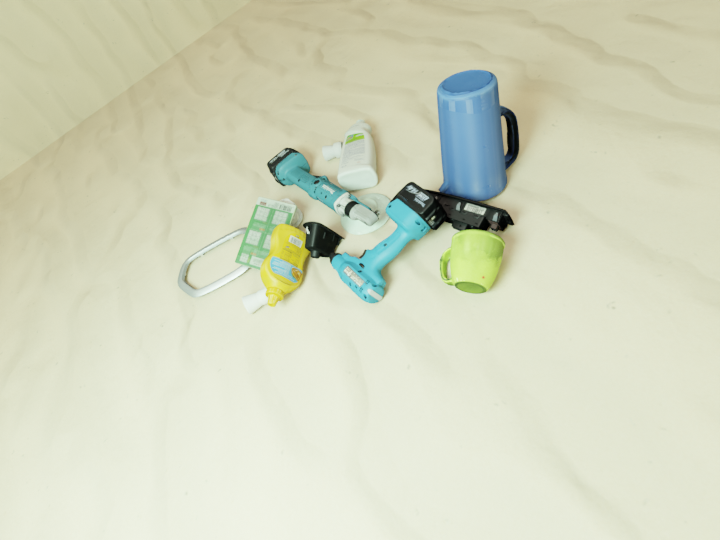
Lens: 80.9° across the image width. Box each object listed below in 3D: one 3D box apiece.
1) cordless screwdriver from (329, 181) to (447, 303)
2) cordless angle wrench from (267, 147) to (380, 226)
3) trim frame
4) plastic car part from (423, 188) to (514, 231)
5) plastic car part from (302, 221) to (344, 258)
[{"bbox_3d":[0.047,-0.068,0.874,0.249,0.070,0.168,-51,48,3],"label":"cordless screwdriver"},{"bbox_3d":[-0.099,-0.206,1.068,0.097,0.070,0.448,-42,46,-10],"label":"cordless angle wrench"},{"bbox_3d":[-0.371,-0.025,1.105,0.249,0.026,0.193,-30,48,4],"label":"trim frame"},{"bbox_3d":[0.203,-0.118,0.872,0.215,0.063,0.067,31,96,39],"label":"plastic car part"},{"bbox_3d":[-0.093,-0.061,0.946,0.069,0.111,0.071,2,79,27],"label":"plastic car part"}]
